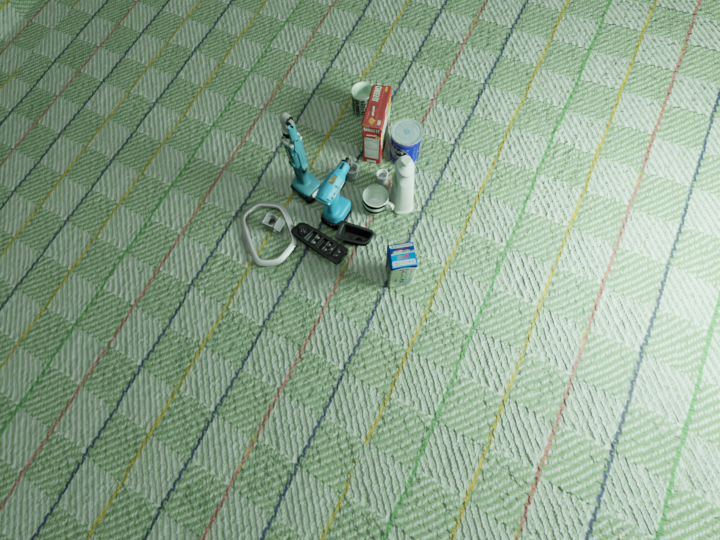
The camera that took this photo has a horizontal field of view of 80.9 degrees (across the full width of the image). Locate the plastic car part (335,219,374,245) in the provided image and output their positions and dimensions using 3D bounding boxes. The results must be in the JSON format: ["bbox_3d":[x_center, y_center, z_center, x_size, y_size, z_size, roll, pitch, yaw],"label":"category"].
[{"bbox_3d":[-0.015,-0.107,1.361,0.119,0.069,0.066,17,74,11],"label":"plastic car part"}]

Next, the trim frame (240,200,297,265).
[{"bbox_3d":[-0.315,-0.128,1.428,0.184,0.027,0.257,-23,69,-2],"label":"trim frame"}]

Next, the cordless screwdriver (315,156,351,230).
[{"bbox_3d":[-0.070,-0.234,1.322,0.076,0.242,0.159,27,75,10],"label":"cordless screwdriver"}]

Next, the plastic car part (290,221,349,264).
[{"bbox_3d":[-0.134,-0.088,1.371,0.210,0.065,0.066,34,77,16],"label":"plastic car part"}]

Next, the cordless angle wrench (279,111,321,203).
[{"bbox_3d":[-0.190,-0.339,1.284,0.101,0.412,0.074,42,78,13],"label":"cordless angle wrench"}]
